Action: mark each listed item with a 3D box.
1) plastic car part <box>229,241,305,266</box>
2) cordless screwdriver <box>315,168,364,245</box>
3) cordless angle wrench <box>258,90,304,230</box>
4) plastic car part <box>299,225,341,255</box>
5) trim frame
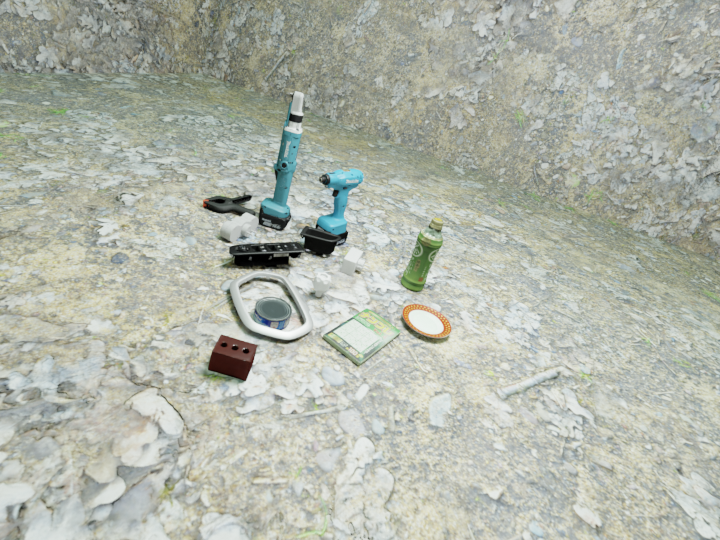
[{"bbox_3d":[-0.258,-0.043,1.145,0.196,0.066,0.070,0,33,-25],"label":"plastic car part"},{"bbox_3d":[-0.086,-0.191,1.294,0.153,0.245,0.078,-14,42,-43],"label":"cordless screwdriver"},{"bbox_3d":[-0.227,-0.325,1.284,0.098,0.417,0.075,19,29,1],"label":"cordless angle wrench"},{"bbox_3d":[-0.124,-0.081,1.267,0.118,0.070,0.066,19,29,6],"label":"plastic car part"},{"bbox_3d":[-0.210,0.077,1.004,0.177,0.027,0.262,-4,35,-30],"label":"trim frame"}]
